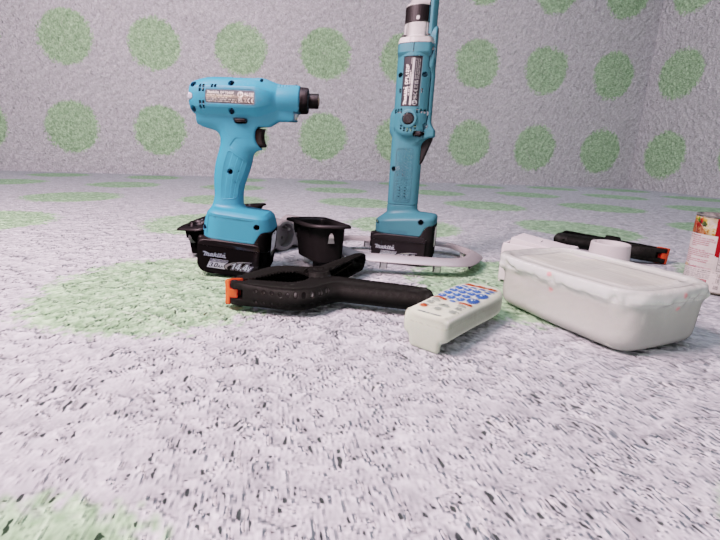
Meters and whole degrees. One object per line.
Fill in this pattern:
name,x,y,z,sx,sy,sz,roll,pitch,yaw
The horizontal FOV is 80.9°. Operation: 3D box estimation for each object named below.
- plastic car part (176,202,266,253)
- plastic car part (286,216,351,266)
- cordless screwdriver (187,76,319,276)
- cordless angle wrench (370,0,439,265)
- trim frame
plastic car part,-0.228,-0.071,0.702,0.068,0.066,0.200,6,16,13
plastic car part,-0.059,-0.038,0.599,0.064,0.070,0.122,-3,16,-24
cordless screwdriver,-0.136,-0.118,0.547,0.160,0.245,0.075,4,13,3
cordless angle wrench,0.077,-0.221,0.626,0.101,0.417,0.073,7,13,18
trim frame,0.064,-0.030,0.664,0.248,0.027,0.187,2,16,-2
